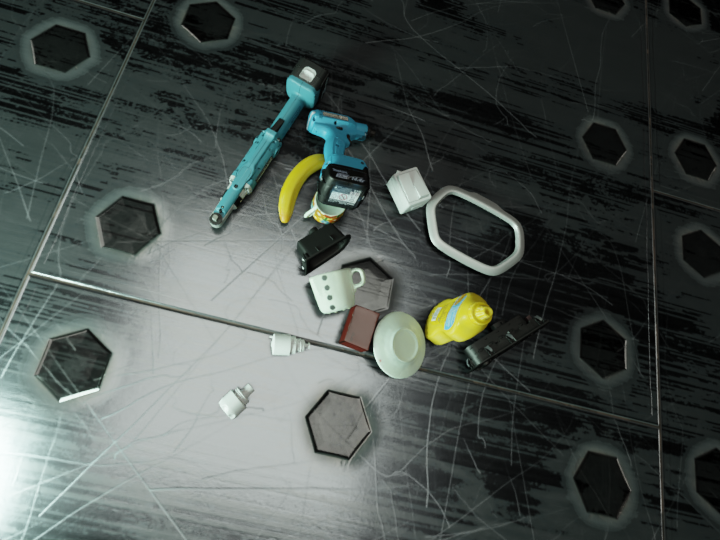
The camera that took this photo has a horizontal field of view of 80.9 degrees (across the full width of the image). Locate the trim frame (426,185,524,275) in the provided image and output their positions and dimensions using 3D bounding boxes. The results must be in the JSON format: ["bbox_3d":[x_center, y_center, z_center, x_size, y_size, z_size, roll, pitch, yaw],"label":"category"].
[{"bbox_3d":[0.261,-0.094,0.965,0.249,0.027,0.185,26,72,0],"label":"trim frame"}]

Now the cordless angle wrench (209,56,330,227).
[{"bbox_3d":[-0.201,-0.270,0.910,0.074,0.098,0.423,30,75,-4],"label":"cordless angle wrench"}]

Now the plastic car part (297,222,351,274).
[{"bbox_3d":[-0.086,-0.056,0.880,0.115,0.065,0.073,-37,71,-21],"label":"plastic car part"}]

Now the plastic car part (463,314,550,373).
[{"bbox_3d":[0.294,0.144,0.880,0.200,0.065,0.069,-31,74,-17],"label":"plastic car part"}]

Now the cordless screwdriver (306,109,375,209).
[{"bbox_3d":[-0.026,-0.244,0.904,0.154,0.074,0.258,5,52,-19],"label":"cordless screwdriver"}]
